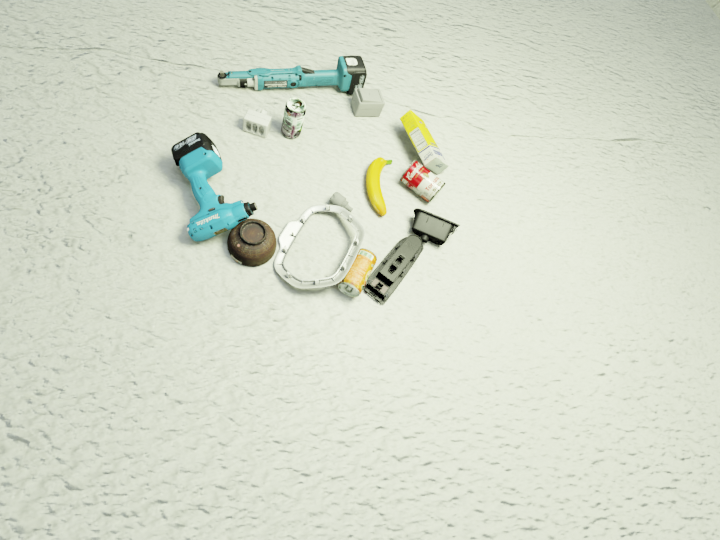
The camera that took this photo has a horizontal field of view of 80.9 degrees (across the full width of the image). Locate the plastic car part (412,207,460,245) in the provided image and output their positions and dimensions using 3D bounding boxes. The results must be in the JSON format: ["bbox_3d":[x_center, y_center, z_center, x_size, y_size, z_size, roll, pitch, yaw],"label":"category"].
[{"bbox_3d":[0.178,-0.102,1.069,0.117,0.065,0.071,21,74,2],"label":"plastic car part"}]

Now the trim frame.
[{"bbox_3d":[-0.096,-0.063,0.981,0.190,0.026,0.249,18,60,16],"label":"trim frame"}]

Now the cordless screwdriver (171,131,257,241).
[{"bbox_3d":[-0.334,-0.200,0.964,0.160,0.071,0.257,-23,69,6],"label":"cordless screwdriver"}]

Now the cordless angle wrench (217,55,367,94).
[{"bbox_3d":[-0.196,-0.557,1.219,0.415,0.096,0.077,-8,66,-12],"label":"cordless angle wrench"}]

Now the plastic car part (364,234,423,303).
[{"bbox_3d":[0.086,-0.019,1.000,0.068,0.066,0.201,33,57,13],"label":"plastic car part"}]
